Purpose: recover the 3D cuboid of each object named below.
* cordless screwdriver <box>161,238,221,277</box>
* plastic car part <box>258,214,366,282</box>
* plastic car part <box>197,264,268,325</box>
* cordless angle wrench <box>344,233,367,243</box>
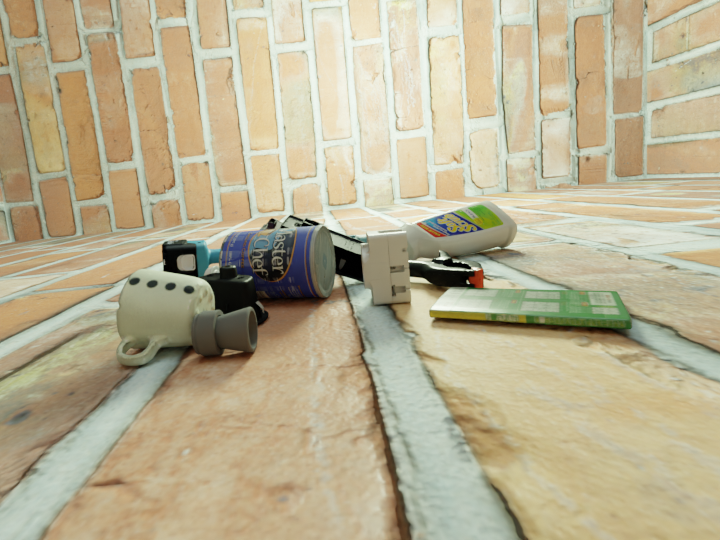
[{"bbox_3d":[-0.263,-0.026,0.844,0.241,0.073,0.166,-6,11,-23],"label":"cordless screwdriver"},{"bbox_3d":[-0.066,-0.043,0.677,0.205,0.066,0.066,24,27,6],"label":"plastic car part"},{"bbox_3d":[-0.169,0.029,0.536,0.122,0.070,0.064,-2,11,33],"label":"plastic car part"},{"bbox_3d":[-0.020,-0.040,0.805,0.409,0.073,0.102,-9,11,-25],"label":"cordless angle wrench"}]
